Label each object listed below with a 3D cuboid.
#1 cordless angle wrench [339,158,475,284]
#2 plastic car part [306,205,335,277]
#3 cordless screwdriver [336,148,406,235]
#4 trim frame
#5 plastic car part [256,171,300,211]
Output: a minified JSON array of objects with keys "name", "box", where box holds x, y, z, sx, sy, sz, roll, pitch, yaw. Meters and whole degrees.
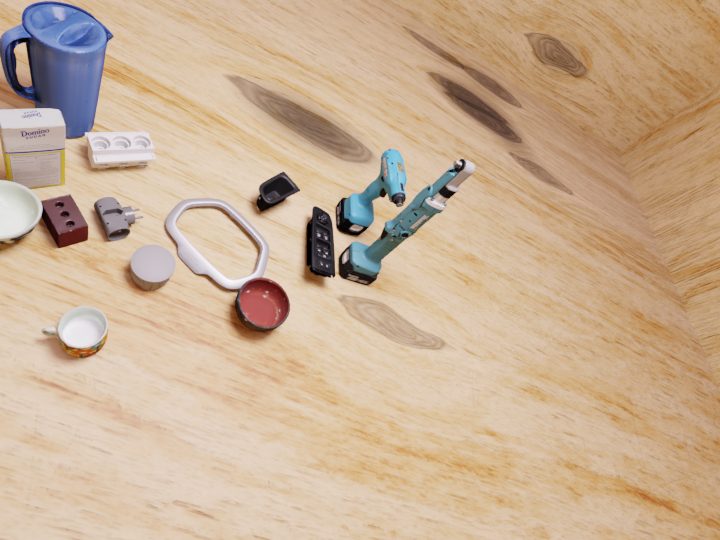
[{"name":"cordless angle wrench","box":[0.093,-0.098,0.929,0.094,0.428,0.076,19,53,-25]},{"name":"plastic car part","box":[-0.101,-0.066,1.031,0.064,0.068,0.209,16,52,-25]},{"name":"cordless screwdriver","box":[0.029,-0.169,1.060,0.071,0.252,0.164,15,54,-28]},{"name":"trim frame","box":[-0.310,-0.065,0.928,0.250,0.028,0.181,44,47,2]},{"name":"plastic car part","box":[-0.217,-0.184,1.039,0.066,0.072,0.114,47,47,1]}]
